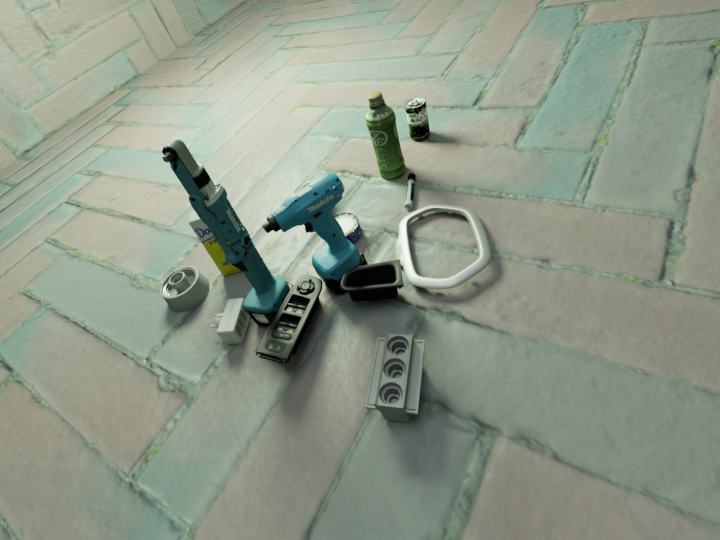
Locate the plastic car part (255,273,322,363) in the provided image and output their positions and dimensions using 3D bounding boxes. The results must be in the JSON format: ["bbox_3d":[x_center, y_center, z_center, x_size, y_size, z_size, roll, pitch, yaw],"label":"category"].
[{"bbox_3d":[-0.123,0.095,0.815,0.069,0.064,0.205,3,50,24],"label":"plastic car part"}]

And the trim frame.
[{"bbox_3d":[0.161,-0.056,0.866,0.187,0.026,0.256,-13,45,11],"label":"trim frame"}]

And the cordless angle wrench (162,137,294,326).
[{"bbox_3d":[-0.224,-0.052,0.752,0.077,0.403,0.099,4,49,24],"label":"cordless angle wrench"}]

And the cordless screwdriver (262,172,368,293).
[{"bbox_3d":[-0.079,-0.052,0.811,0.158,0.237,0.079,-34,45,-13],"label":"cordless screwdriver"}]

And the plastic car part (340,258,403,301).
[{"bbox_3d":[0.026,0.031,0.811,0.119,0.067,0.068,-10,45,13],"label":"plastic car part"}]
